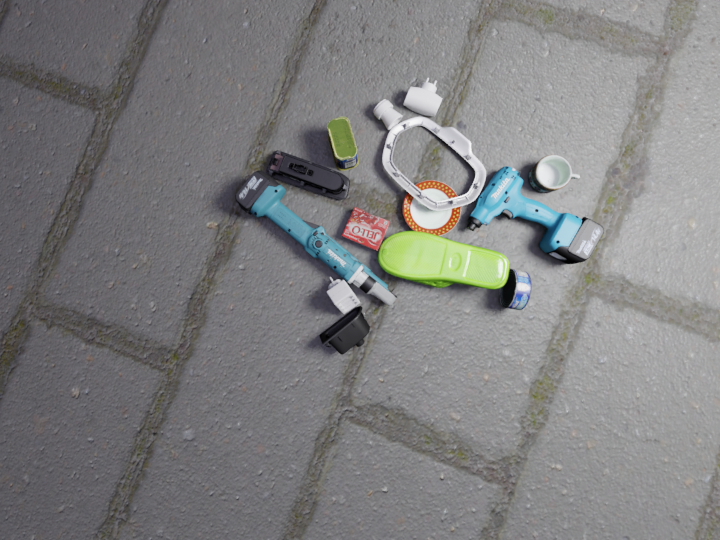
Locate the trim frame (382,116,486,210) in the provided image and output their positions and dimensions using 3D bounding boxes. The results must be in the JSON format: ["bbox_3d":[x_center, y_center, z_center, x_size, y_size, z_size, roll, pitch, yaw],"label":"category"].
[{"bbox_3d":[0.165,-0.245,0.954,0.183,0.027,0.254,-43,77,-9],"label":"trim frame"}]

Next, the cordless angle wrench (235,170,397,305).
[{"bbox_3d":[-0.093,-0.061,0.955,0.426,0.074,0.098,39,89,4],"label":"cordless angle wrench"}]

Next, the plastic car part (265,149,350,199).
[{"bbox_3d":[-0.118,-0.224,0.975,0.204,0.066,0.066,21,81,3],"label":"plastic car part"}]

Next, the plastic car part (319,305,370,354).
[{"bbox_3d":[-0.025,0.142,0.940,0.116,0.067,0.070,-35,101,-3],"label":"plastic car part"}]

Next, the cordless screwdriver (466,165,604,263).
[{"bbox_3d":[0.369,-0.098,0.918,0.254,0.073,0.159,36,89,10],"label":"cordless screwdriver"}]
